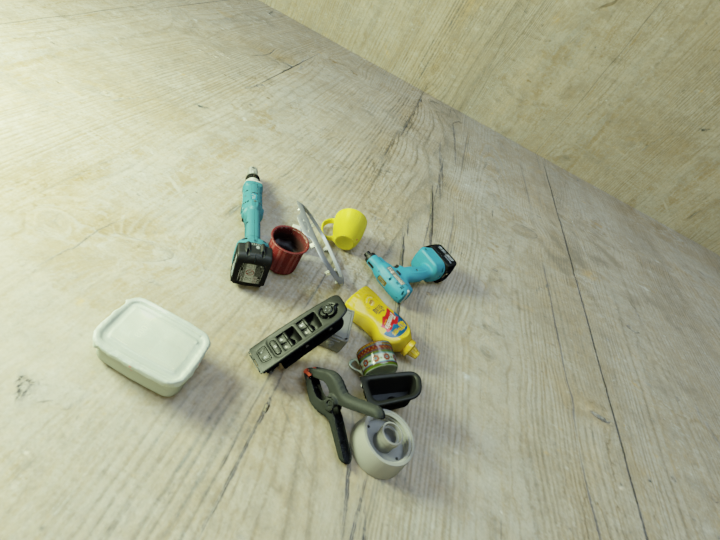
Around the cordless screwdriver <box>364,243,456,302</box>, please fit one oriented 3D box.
[{"bbox_3d":[0.133,-0.015,1.145,0.240,0.074,0.166,-19,58,-39],"label":"cordless screwdriver"}]

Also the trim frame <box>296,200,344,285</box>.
[{"bbox_3d":[-0.099,-0.065,1.015,0.028,0.175,0.260,-28,55,5],"label":"trim frame"}]

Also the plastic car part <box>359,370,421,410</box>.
[{"bbox_3d":[0.057,0.240,0.809,0.114,0.069,0.069,-3,42,-15],"label":"plastic car part"}]

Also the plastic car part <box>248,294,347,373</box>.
[{"bbox_3d":[-0.105,0.126,0.797,0.201,0.064,0.070,-37,37,-11],"label":"plastic car part"}]

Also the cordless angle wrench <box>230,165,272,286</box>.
[{"bbox_3d":[-0.265,-0.140,1.030,0.072,0.097,0.441,10,39,-21],"label":"cordless angle wrench"}]
